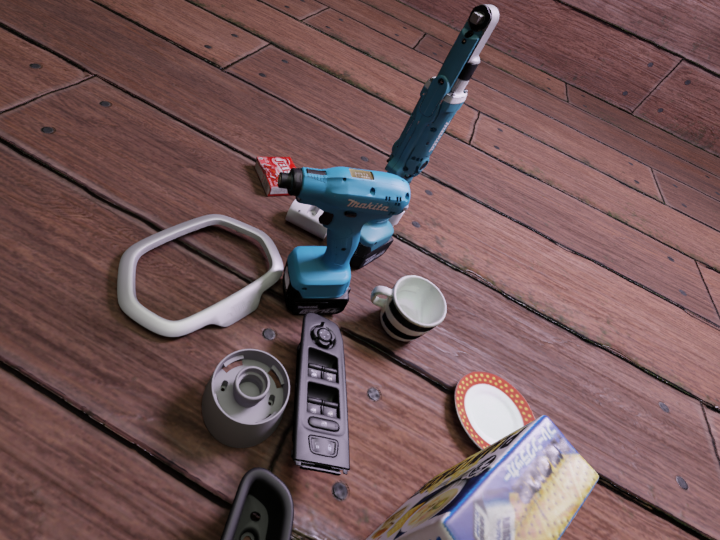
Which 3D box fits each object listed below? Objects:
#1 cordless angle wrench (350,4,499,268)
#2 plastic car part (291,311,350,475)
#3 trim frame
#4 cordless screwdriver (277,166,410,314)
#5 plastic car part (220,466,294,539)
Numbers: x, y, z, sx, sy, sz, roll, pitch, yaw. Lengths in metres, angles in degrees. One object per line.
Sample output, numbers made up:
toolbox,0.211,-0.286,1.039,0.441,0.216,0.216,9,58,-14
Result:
cordless angle wrench,0.071,-0.168,0.622,0.077,0.420,0.095,46,46,16
plastic car part,-0.053,0.147,0.526,0.065,0.066,0.209,12,46,-15
trim frame,-0.228,-0.001,0.619,0.190,0.027,0.242,42,47,17
cordless screwdriver,-0.056,-0.036,0.568,0.154,0.247,0.077,5,49,-22
plastic car part,-0.104,0.259,0.397,0.065,0.070,0.119,19,45,-9
